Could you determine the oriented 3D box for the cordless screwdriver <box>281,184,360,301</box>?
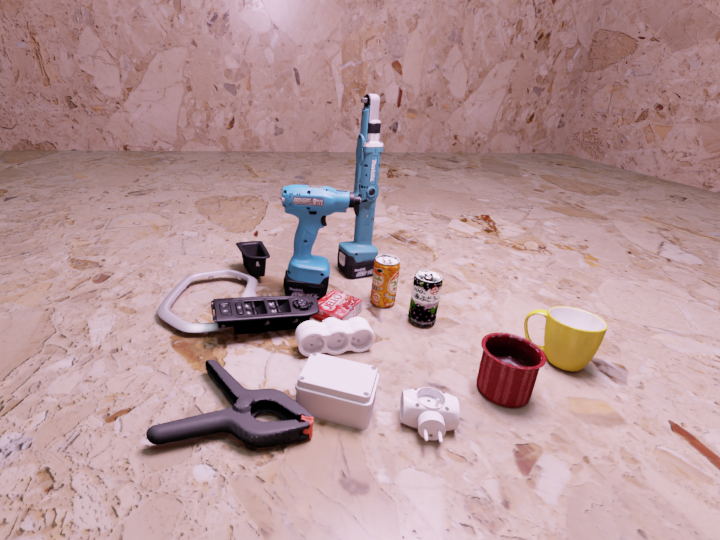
[{"bbox_3d":[-0.088,-0.057,0.896,0.159,0.244,0.076,4,23,-1],"label":"cordless screwdriver"}]

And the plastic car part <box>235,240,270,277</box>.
[{"bbox_3d":[-0.253,-0.021,1.007,0.064,0.069,0.123,-7,26,-23],"label":"plastic car part"}]

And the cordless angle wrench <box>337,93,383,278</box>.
[{"bbox_3d":[0.011,-0.187,0.983,0.095,0.414,0.078,-7,25,-26],"label":"cordless angle wrench"}]

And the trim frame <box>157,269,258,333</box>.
[{"bbox_3d":[-0.309,0.058,0.882,0.185,0.027,0.252,4,25,2],"label":"trim frame"}]

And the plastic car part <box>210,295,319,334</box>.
[{"bbox_3d":[-0.173,0.086,0.791,0.198,0.065,0.069,-6,26,-18],"label":"plastic car part"}]
